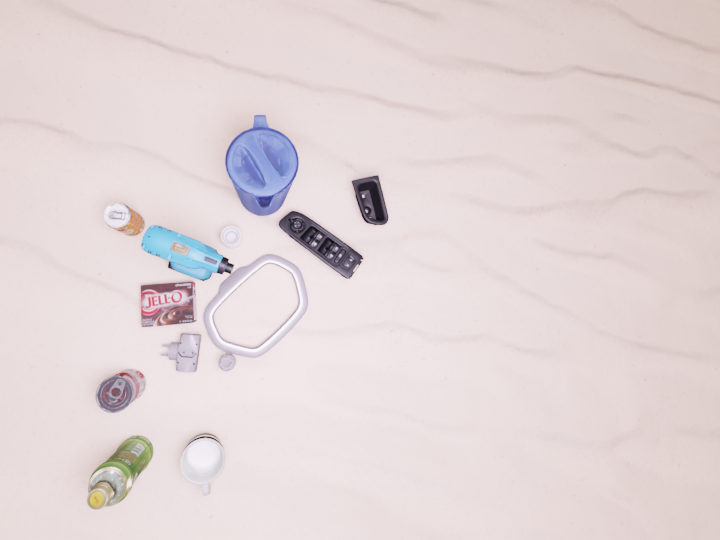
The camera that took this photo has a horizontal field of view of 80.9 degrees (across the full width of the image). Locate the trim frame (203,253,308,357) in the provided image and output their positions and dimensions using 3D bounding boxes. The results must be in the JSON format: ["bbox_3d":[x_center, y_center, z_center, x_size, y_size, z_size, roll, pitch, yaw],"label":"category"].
[{"bbox_3d":[-0.230,0.077,0.945,0.184,0.028,0.247,45,79,0],"label":"trim frame"}]

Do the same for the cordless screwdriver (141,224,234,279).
[{"bbox_3d":[-0.320,-0.023,0.834,0.157,0.251,0.074,22,81,-9],"label":"cordless screwdriver"}]

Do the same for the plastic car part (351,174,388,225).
[{"bbox_3d":[0.019,-0.154,0.990,0.065,0.071,0.117,-14,85,-12],"label":"plastic car part"}]

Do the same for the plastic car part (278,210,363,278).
[{"bbox_3d":[-0.094,-0.062,0.963,0.202,0.067,0.066,37,79,-2],"label":"plastic car part"}]
